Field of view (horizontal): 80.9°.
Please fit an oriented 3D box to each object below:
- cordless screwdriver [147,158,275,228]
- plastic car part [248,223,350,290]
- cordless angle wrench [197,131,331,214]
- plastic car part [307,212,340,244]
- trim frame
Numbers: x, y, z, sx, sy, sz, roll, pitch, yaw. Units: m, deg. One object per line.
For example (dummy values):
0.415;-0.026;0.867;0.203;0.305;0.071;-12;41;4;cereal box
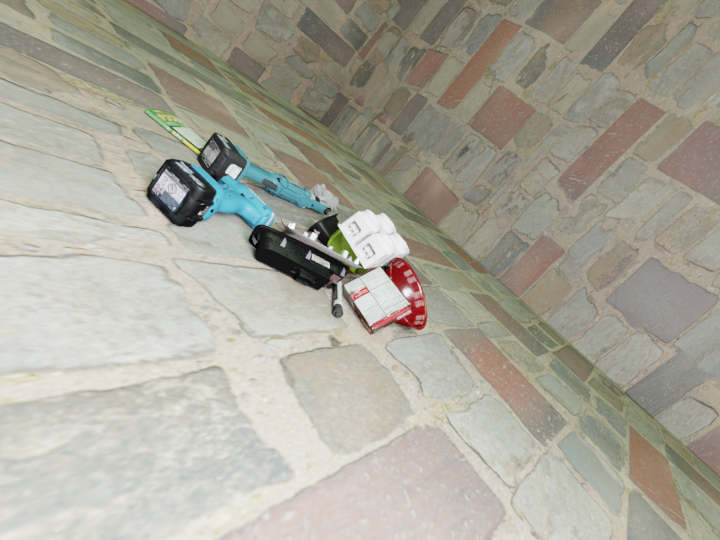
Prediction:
-0.269;-0.142;0.762;0.164;0.074;0.240;43;14;15;cordless screwdriver
-0.116;-0.013;0.767;0.194;0.068;0.068;32;45;-24;plastic car part
-0.211;-0.217;1.074;0.400;0.074;0.103;19;26;-53;cordless angle wrench
-0.080;-0.093;1.045;0.071;0.067;0.115;53;21;-3;plastic car part
-0.084;-0.055;0.855;0.181;0.027;0.253;27;1;-10;trim frame
